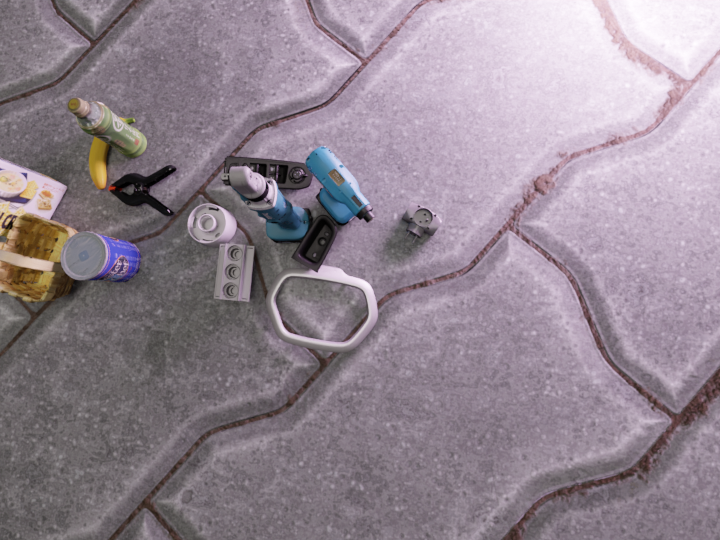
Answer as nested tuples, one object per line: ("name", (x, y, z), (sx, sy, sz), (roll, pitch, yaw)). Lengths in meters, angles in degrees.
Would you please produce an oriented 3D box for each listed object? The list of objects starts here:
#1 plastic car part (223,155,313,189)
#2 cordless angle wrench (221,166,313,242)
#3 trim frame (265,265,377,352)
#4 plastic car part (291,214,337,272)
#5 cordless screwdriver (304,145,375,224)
("plastic car part", (-0.205, -0.215, 0.963), (0.205, 0.066, 0.067), (4, 84, 6))
("cordless angle wrench", (-0.157, -0.113, 0.767), (0.098, 0.417, 0.075), (-1, 86, 1))
("trim frame", (-0.087, 0.081, 0.930), (0.252, 0.027, 0.185), (8, 83, 7))
("plastic car part", (-0.091, -0.059, 0.928), (0.067, 0.070, 0.116), (30, 87, 6))
("cordless screwdriver", (-0.031, -0.141, 0.844), (0.074, 0.245, 0.162), (-40, 84, -2))
